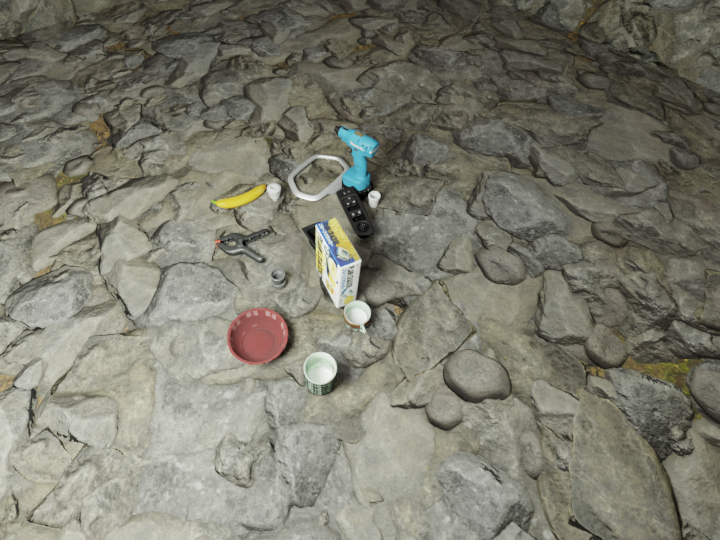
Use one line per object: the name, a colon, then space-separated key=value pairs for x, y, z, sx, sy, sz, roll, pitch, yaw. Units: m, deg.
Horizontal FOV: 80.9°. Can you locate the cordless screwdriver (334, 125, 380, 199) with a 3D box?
cordless screwdriver: x=-0.024 y=-0.359 z=1.406 sx=0.166 sy=0.242 sz=0.073 roll=35 pitch=59 yaw=19

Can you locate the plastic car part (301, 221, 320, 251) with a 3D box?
plastic car part: x=-0.128 y=-0.084 z=1.313 sx=0.065 sy=0.069 sz=0.122 roll=-22 pitch=58 yaw=-17

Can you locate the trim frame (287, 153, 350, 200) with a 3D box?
trim frame: x=-0.149 y=-0.339 z=1.524 sx=0.192 sy=0.027 sz=0.246 roll=32 pitch=60 yaw=21

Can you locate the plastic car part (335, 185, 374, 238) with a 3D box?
plastic car part: x=-0.018 y=-0.181 z=1.386 sx=0.065 sy=0.065 sz=0.212 roll=-16 pitch=56 yaw=-14
